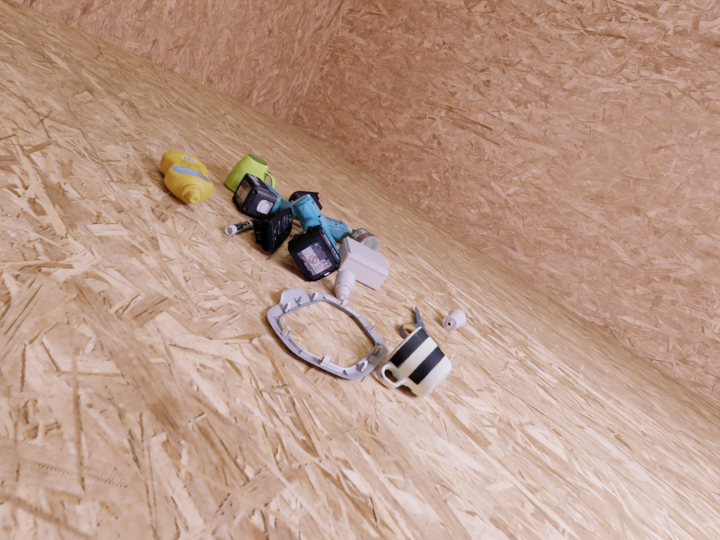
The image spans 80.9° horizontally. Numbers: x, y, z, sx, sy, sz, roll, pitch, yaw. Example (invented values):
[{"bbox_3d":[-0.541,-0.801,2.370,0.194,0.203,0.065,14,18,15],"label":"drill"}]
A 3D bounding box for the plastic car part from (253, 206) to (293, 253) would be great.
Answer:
[{"bbox_3d":[-0.184,-0.090,0.895,0.068,0.065,0.203,-6,17,10],"label":"plastic car part"}]

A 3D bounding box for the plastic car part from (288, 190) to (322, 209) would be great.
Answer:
[{"bbox_3d":[-0.154,-0.188,1.228,0.073,0.066,0.112,51,25,14],"label":"plastic car part"}]

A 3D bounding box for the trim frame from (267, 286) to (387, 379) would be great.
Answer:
[{"bbox_3d":[-0.047,0.090,0.671,0.191,0.027,0.241,35,19,17],"label":"trim frame"}]

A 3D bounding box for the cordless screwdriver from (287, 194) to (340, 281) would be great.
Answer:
[{"bbox_3d":[-0.089,-0.058,0.907,0.153,0.075,0.257,57,8,-25],"label":"cordless screwdriver"}]

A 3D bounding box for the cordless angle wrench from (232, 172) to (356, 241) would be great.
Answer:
[{"bbox_3d":[-0.125,-0.130,1.092,0.400,0.074,0.103,19,20,-40],"label":"cordless angle wrench"}]
